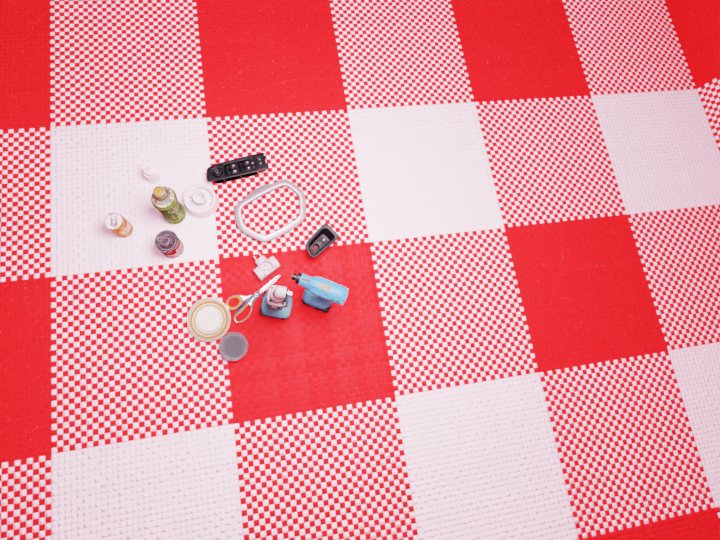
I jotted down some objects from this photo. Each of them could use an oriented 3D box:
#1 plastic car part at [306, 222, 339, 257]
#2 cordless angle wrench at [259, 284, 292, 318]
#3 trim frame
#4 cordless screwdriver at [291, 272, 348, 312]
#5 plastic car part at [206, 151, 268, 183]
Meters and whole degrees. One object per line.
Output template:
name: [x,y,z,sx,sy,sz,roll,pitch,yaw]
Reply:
plastic car part: [-0.134,-0.088,1.372,0.066,0.071,0.116,45,75,1]
cordless angle wrench: [-0.224,0.080,1.139,0.096,0.424,0.075,12,78,-10]
trim frame: [-0.295,-0.201,1.400,0.246,0.027,0.186,-32,83,-13]
cordless screwdriver: [-0.134,0.060,1.246,0.158,0.249,0.075,23,76,-6]
plastic car part: [-0.408,-0.332,1.396,0.200,0.067,0.067,-15,82,-11]
